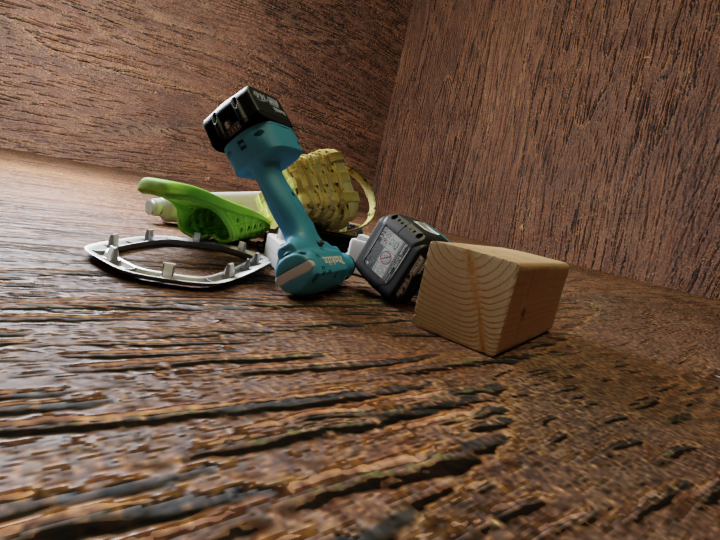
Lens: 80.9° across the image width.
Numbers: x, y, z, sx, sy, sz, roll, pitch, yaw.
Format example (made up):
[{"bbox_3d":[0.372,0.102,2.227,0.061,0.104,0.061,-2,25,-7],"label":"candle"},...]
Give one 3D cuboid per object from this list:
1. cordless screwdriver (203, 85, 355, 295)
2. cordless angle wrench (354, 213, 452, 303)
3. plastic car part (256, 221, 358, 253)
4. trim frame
[{"bbox_3d":[-0.085,-0.091,0.521,0.076,0.253,0.154,-29,-10,20],"label":"cordless screwdriver"},{"bbox_3d":[0.165,0.003,0.646,0.401,0.098,0.078,9,28,-47],"label":"cordless angle wrench"},{"bbox_3d":[-0.070,-0.046,0.716,0.198,0.067,0.068,12,1,-14],"label":"plastic car part"},{"bbox_3d":[-0.201,-0.020,0.505,0.186,0.027,0.247,13,8,4],"label":"trim frame"}]
